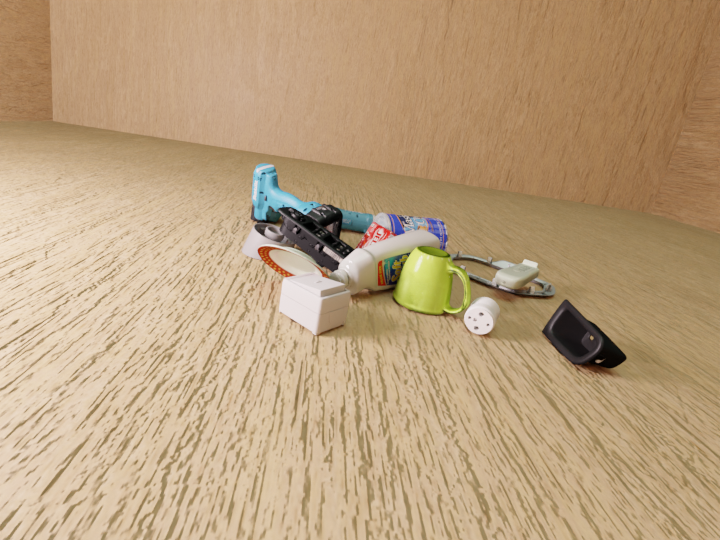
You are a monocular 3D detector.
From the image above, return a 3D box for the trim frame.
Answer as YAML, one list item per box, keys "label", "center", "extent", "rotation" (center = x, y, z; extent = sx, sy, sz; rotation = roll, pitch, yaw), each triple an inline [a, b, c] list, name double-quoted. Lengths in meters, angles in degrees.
- label: "trim frame"
  center: [0.298, 0.003, 0.934]
  extent: [0.176, 0.027, 0.263]
  rotation: [-8, 24, -43]

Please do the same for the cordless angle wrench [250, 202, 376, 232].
- label: "cordless angle wrench"
  center: [-0.074, -0.142, 1.124]
  extent: [0.418, 0.073, 0.100]
  rotation: [9, 18, -7]

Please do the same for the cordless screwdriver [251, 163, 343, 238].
- label: "cordless screwdriver"
  center: [-0.159, -0.122, 0.960]
  extent: [0.261, 0.156, 0.072]
  rotation: [37, 42, 28]

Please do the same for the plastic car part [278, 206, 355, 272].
- label: "plastic car part"
  center: [-0.080, -0.052, 0.818]
  extent: [0.206, 0.067, 0.065]
  rotation: [40, 32, 8]

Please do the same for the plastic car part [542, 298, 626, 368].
- label: "plastic car part"
  center: [0.334, 0.105, 0.617]
  extent: [0.070, 0.065, 0.119]
  rotation: [21, 20, -11]
